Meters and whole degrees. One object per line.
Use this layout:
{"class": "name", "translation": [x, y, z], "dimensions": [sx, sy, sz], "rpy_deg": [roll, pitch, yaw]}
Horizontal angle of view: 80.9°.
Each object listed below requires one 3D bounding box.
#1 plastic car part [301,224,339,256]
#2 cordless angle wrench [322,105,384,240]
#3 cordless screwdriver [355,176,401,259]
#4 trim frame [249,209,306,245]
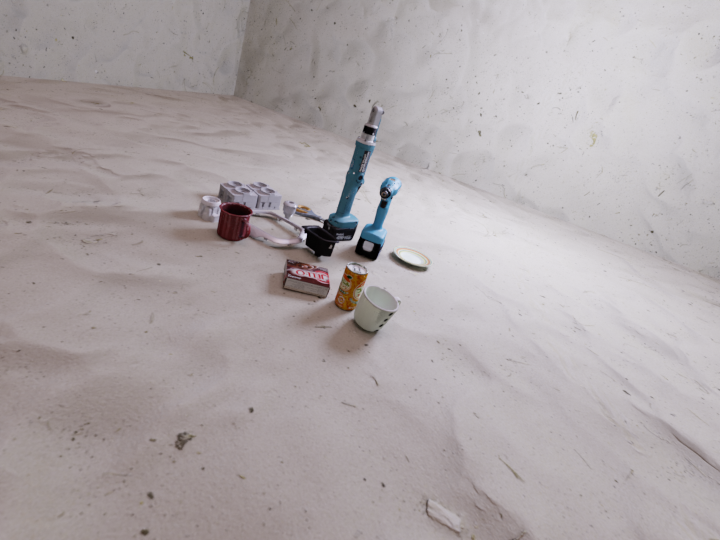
{"class": "plastic car part", "translation": [-0.118, -0.077, 1.209], "dimensions": [0.063, 0.070, 0.123], "rpy_deg": [-5, 33, -41]}
{"class": "cordless angle wrench", "translation": [-0.014, -0.293, 1.304], "dimensions": [0.093, 0.418, 0.079], "rpy_deg": [-1, 31, -37]}
{"class": "cordless screwdriver", "translation": [0.053, -0.152, 1.258], "dimensions": [0.076, 0.246, 0.158], "rpy_deg": [22, 25, 6]}
{"class": "trim frame", "translation": [-0.274, -0.133, 1.279], "dimensions": [0.260, 0.027, 0.178], "rpy_deg": [30, 28, 26]}
